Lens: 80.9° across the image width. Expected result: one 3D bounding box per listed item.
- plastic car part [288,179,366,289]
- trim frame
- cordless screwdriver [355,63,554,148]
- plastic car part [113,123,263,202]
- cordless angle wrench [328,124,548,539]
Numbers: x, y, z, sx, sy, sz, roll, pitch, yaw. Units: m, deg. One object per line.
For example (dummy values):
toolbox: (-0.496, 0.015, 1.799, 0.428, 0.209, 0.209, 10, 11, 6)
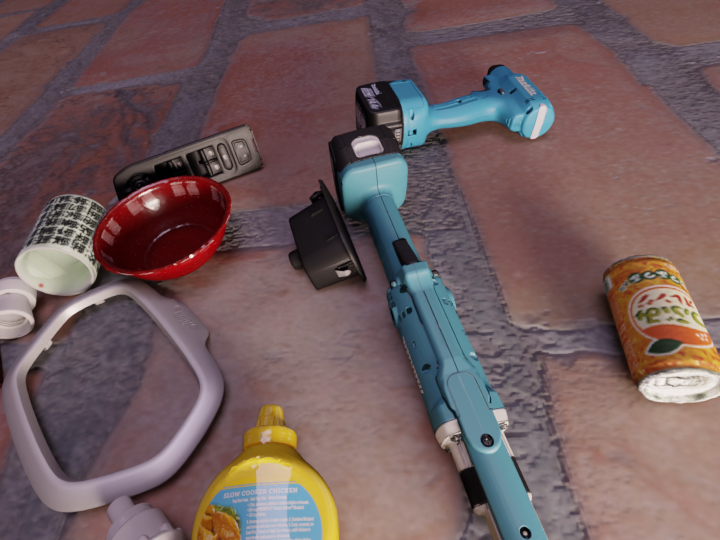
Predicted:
plastic car part: (-0.045, -0.029, 0.460, 0.072, 0.062, 0.121, -24, 51, 8)
trim frame: (-0.236, 0.098, 0.403, 0.262, 0.026, 0.182, 32, 63, 34)
cordless screwdriver: (0.117, -0.236, 0.594, 0.249, 0.071, 0.165, -7, 48, -1)
plastic car part: (-0.246, -0.149, 0.596, 0.201, 0.063, 0.071, -25, 40, -11)
cordless angle wrench: (0.053, 0.030, 0.372, 0.074, 0.094, 0.441, -15, 52, -4)
